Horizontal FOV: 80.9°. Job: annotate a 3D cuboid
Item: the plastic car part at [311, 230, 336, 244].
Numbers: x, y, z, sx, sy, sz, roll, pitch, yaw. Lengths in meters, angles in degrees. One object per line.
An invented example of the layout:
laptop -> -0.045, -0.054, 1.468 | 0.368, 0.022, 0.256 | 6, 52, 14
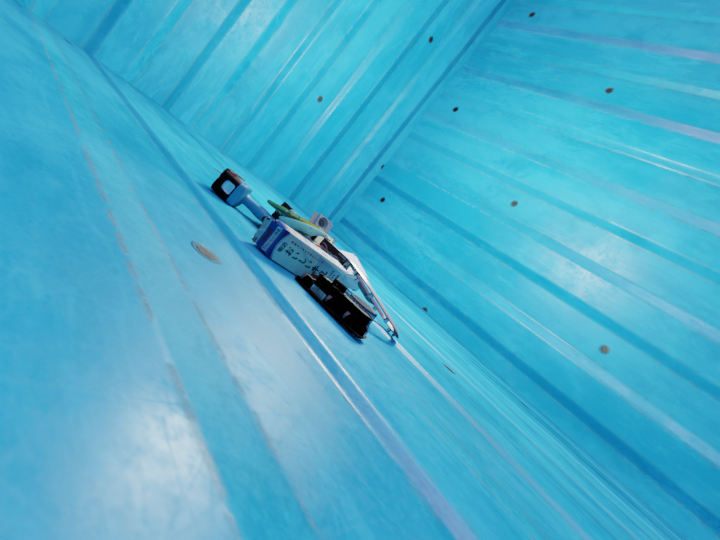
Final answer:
plastic car part -> -0.127, -0.083, 1.300 | 0.070, 0.067, 0.117 | 43, 32, -11

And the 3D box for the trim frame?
trim frame -> 0.031, 0.077, 1.106 | 0.244, 0.027, 0.188 | 57, -3, -12

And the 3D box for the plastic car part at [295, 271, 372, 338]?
plastic car part -> -0.047, 0.064, 0.883 | 0.214, 0.067, 0.063 | 44, 0, 32

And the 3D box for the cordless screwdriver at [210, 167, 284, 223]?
cordless screwdriver -> -0.299, -0.174, 1.170 | 0.247, 0.074, 0.160 | 42, 4, -4

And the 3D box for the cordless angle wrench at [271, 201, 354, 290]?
cordless angle wrench -> -0.149, -0.078, 1.429 | 0.445, 0.074, 0.093 | 45, 0, 30
